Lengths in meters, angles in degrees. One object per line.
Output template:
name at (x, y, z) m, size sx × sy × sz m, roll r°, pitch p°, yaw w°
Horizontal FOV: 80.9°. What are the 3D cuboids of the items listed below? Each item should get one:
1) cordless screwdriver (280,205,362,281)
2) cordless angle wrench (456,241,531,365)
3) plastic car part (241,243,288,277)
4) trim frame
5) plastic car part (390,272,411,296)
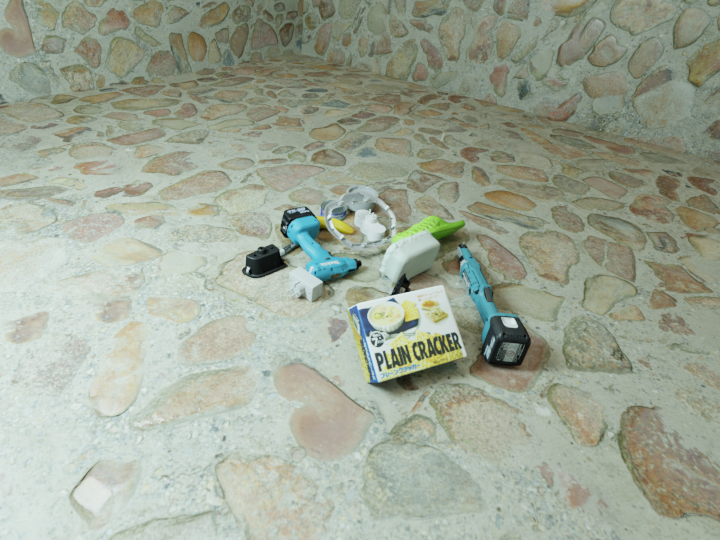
cordless screwdriver at (-0.115, -0.075, 1.177) m, size 0.154 × 0.073 × 0.262 m, roll -12°, pitch 49°, yaw -30°
cordless angle wrench at (0.304, 0.055, 1.067) m, size 0.074 × 0.096 × 0.435 m, roll 4°, pitch 33°, yaw -5°
plastic car part at (-0.256, -0.032, 1.120) m, size 0.113 × 0.069 × 0.070 m, roll -24°, pitch 45°, yaw -38°
trim frame at (0.006, -0.147, 1.228) m, size 0.240 × 0.027 × 0.190 m, roll -14°, pitch 67°, yaw -30°
plastic car part at (0.086, 0.096, 1.006) m, size 0.067 × 0.066 × 0.202 m, roll 37°, pitch 40°, yaw -1°
